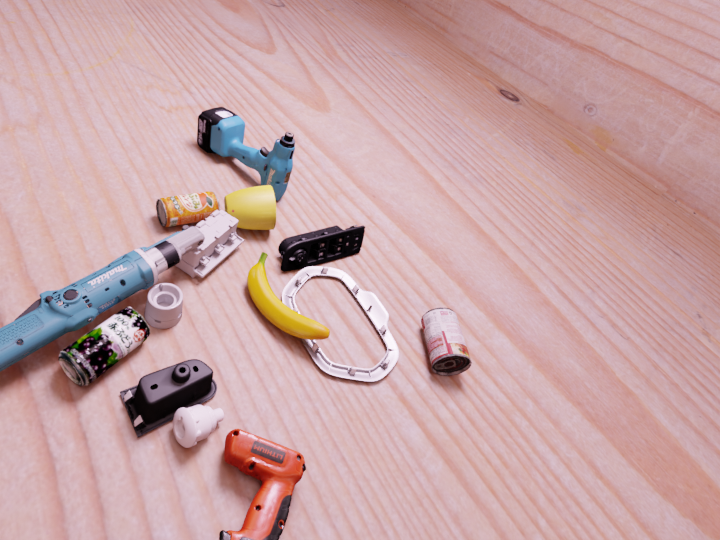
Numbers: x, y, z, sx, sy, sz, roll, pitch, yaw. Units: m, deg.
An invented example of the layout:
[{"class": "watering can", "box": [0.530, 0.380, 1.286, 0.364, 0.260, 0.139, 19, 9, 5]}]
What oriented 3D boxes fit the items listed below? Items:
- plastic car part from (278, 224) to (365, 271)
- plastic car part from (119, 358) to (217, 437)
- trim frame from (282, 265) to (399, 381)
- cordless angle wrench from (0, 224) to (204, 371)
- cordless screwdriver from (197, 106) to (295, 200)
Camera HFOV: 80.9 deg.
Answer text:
[{"class": "plastic car part", "box": [-0.082, -0.054, 0.843, 0.196, 0.065, 0.070, -22, 51, -40]}, {"class": "plastic car part", "box": [-0.244, 0.150, 0.552, 0.113, 0.070, 0.069, -21, 62, -36]}, {"class": "trim frame", "box": [-0.034, 0.084, 0.752, 0.177, 0.027, 0.261, -12, 52, -35]}, {"class": "cordless angle wrench", "box": [-0.380, 0.046, 0.557, 0.101, 0.073, 0.415, 38, 50, 13]}, {"class": "cordless screwdriver", "box": [-0.246, -0.280, 0.926, 0.257, 0.158, 0.073, 38, 42, 16]}]
